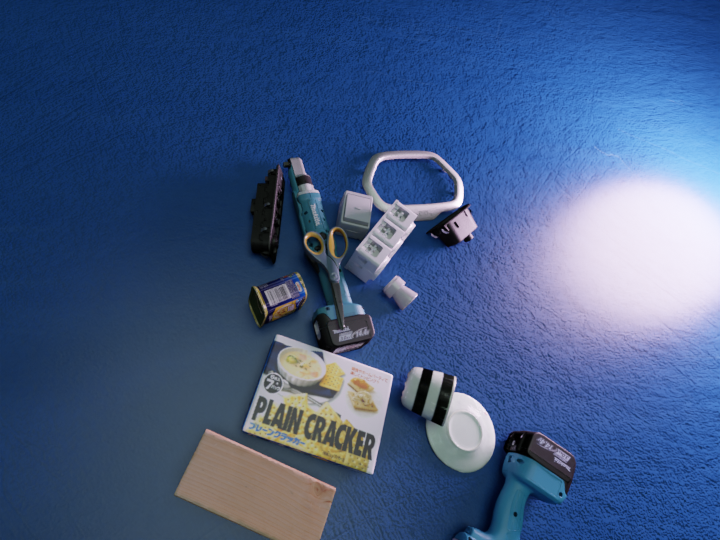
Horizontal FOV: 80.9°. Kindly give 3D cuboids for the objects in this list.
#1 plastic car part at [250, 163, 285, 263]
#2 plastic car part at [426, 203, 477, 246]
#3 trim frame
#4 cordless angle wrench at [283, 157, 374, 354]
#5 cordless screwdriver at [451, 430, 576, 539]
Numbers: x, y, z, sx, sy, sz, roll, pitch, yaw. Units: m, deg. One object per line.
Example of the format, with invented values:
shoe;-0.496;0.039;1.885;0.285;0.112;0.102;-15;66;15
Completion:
plastic car part;-0.186;-0.113;0.842;0.067;0.065;0.208;-2;65;-5
plastic car part;0.215;-0.092;0.923;0.114;0.067;0.071;-32;92;-28
trim frame;0.121;-0.199;0.969;0.242;0.027;0.190;-6;65;-17
cordless angle wrench;-0.081;-0.053;0.833;0.096;0.074;0.437;-10;65;-18
cordless screwdriver;0.270;0.403;0.684;0.161;0.074;0.247;37;67;6
